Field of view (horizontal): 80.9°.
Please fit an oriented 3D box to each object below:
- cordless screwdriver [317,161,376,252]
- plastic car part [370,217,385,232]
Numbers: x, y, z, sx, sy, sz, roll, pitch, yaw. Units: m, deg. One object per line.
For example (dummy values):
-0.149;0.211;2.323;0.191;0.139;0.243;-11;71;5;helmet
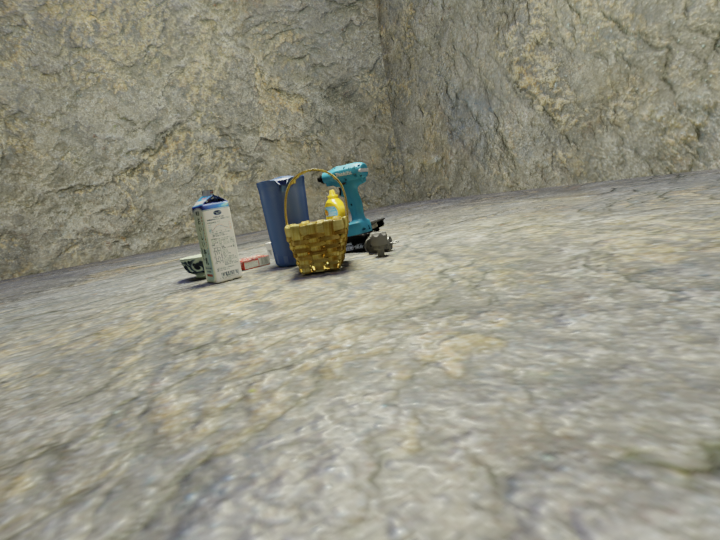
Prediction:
-0.041;-0.178;1.221;0.166;0.246;0.072;-4;8;35;cordless screwdriver
0.010;-0.122;1.373;0.069;0.066;0.196;-3;12;36;plastic car part
